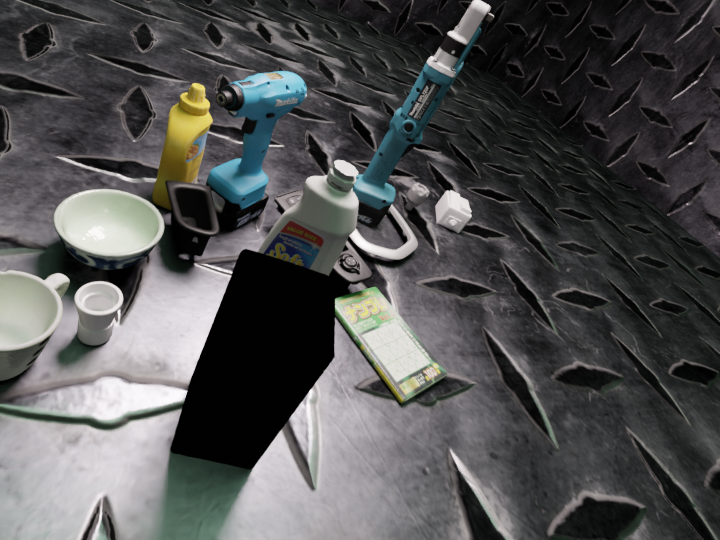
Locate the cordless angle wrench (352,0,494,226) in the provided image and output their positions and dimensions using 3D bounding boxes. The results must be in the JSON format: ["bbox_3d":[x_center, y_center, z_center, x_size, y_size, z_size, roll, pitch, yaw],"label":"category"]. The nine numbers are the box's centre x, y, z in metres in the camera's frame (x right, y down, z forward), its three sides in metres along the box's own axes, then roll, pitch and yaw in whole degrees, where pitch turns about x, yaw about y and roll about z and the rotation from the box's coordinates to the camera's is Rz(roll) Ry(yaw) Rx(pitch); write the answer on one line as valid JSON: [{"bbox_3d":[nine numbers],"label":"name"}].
[{"bbox_3d":[0.089,-0.264,0.762,0.097,0.422,0.075,28,37,-8],"label":"cordless angle wrench"}]

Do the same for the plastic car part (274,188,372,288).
[{"bbox_3d":[-0.068,-0.045,0.698,0.211,0.067,0.064,46,39,21],"label":"plastic car part"}]

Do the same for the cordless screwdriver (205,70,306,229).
[{"bbox_3d":[-0.176,-0.171,0.626,0.076,0.248,0.156,39,37,7],"label":"cordless screwdriver"}]

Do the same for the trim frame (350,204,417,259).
[{"bbox_3d":[0.015,-0.108,0.860,0.176,0.027,0.261,1,45,-33],"label":"trim frame"}]

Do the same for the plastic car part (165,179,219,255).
[{"bbox_3d":[-0.245,-0.067,0.607,0.063,0.071,0.122,3,44,-33],"label":"plastic car part"}]
